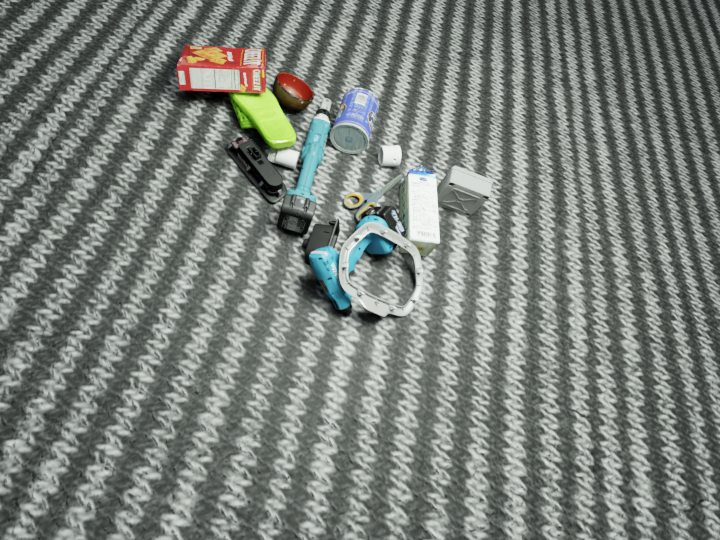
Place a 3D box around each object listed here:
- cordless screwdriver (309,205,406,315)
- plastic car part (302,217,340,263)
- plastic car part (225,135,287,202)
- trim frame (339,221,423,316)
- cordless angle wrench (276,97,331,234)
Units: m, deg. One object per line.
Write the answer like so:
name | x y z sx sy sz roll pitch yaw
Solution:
cordless screwdriver | 0.004 -0.029 0.937 0.245 0.078 0.154 -42 117 -33
plastic car part | -0.094 -0.061 0.959 0.072 0.064 0.117 15 65 10
plastic car part | -0.245 -0.255 1.022 0.065 0.067 0.208 -30 76 -32
trim frame | 0.053 0.003 0.908 0.236 0.029 0.185 27 74 -33
cordless angle wrench | -0.120 -0.285 1.048 0.073 0.097 0.431 15 58 -10
